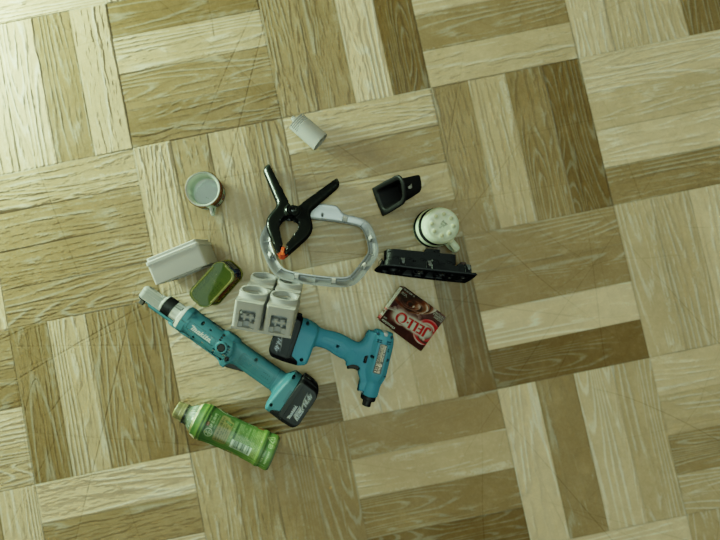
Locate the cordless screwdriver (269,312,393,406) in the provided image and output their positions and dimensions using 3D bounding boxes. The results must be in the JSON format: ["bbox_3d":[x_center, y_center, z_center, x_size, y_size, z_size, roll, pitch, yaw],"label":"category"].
[{"bbox_3d":[-0.065,0.179,0.871,0.247,0.075,0.159,14,88,-4],"label":"cordless screwdriver"}]

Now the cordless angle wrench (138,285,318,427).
[{"bbox_3d":[-0.281,0.158,0.875,0.426,0.074,0.098,34,88,4],"label":"cordless angle wrench"}]

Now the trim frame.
[{"bbox_3d":[-0.086,-0.056,0.878,0.250,0.027,0.188,6,63,2],"label":"trim frame"}]

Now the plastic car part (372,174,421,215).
[{"bbox_3d":[0.086,-0.164,0.872,0.069,0.120,0.066,-21,92,-27],"label":"plastic car part"}]

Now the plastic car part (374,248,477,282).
[{"bbox_3d":[0.132,-0.013,0.883,0.203,0.065,0.068,2,79,0],"label":"plastic car part"}]
